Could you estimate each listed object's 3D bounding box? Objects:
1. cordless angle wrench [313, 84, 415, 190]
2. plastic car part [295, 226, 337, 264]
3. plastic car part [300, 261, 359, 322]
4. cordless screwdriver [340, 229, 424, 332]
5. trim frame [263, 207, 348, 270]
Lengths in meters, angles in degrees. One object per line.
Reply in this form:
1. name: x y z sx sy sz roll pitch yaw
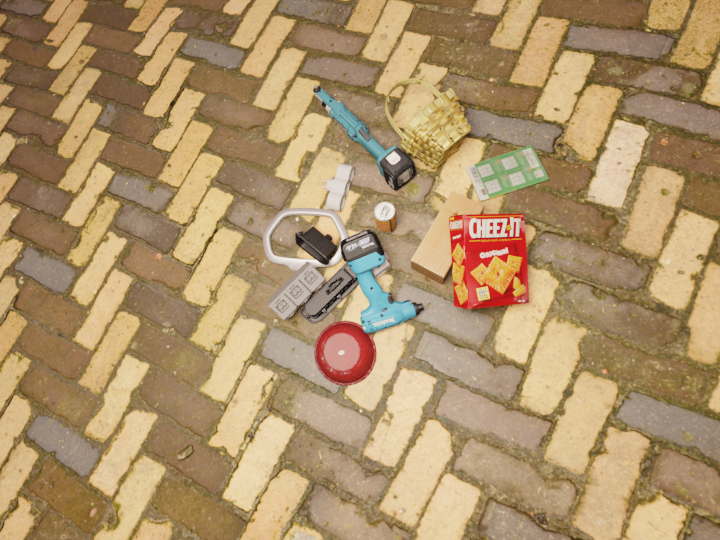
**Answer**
1. cordless angle wrench: -0.009 -0.403 1.217 0.074 0.094 0.441 -39 66 -2
2. plastic car part: -0.111 -0.072 1.132 0.120 0.064 0.070 35 69 15
3. plastic car part: -0.075 0.057 1.107 0.203 0.065 0.068 -45 80 -1
4. cordless screwdriver: 0.050 0.022 1.039 0.160 0.075 0.245 -18 100 2
5. trim frame: -0.155 -0.088 1.183 0.253 0.026 0.187 3 74 11
